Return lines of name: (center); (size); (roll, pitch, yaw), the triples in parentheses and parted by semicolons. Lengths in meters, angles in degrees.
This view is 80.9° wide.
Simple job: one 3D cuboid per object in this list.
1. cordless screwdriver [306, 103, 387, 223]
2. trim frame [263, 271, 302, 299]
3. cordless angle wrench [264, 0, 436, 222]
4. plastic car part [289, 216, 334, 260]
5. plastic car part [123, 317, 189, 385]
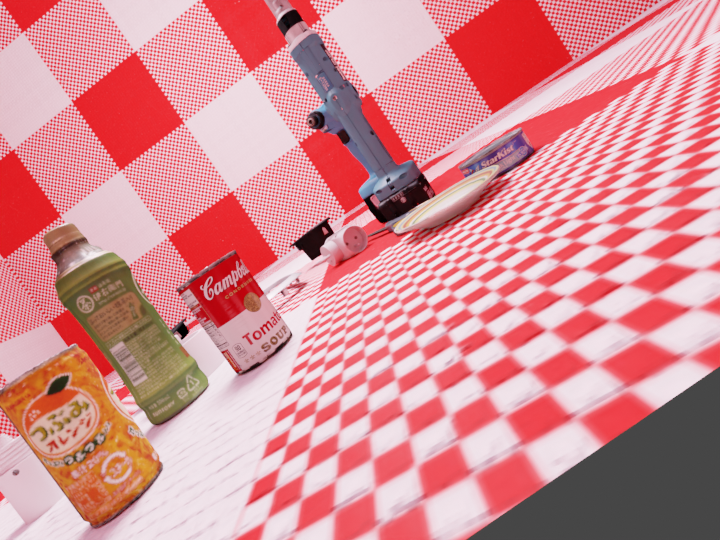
cordless screwdriver: (0.000, -0.207, 0.793); (0.076, 0.247, 0.157); (-32, 6, 35)
trim frame: (-0.183, 0.062, 0.747); (0.182, 0.027, 0.254); (-37, 10, -19)
cordless angle wrench: (-0.029, -0.269, 0.670); (0.076, 0.420, 0.097); (-33, 4, 24)
plastic car part: (-0.085, -0.055, 0.865); (0.065, 0.070, 0.120); (-38, 8, -31)
plastic car part: (-0.311, 0.141, 0.668); (0.066, 0.066, 0.205); (-35, 9, -2)
